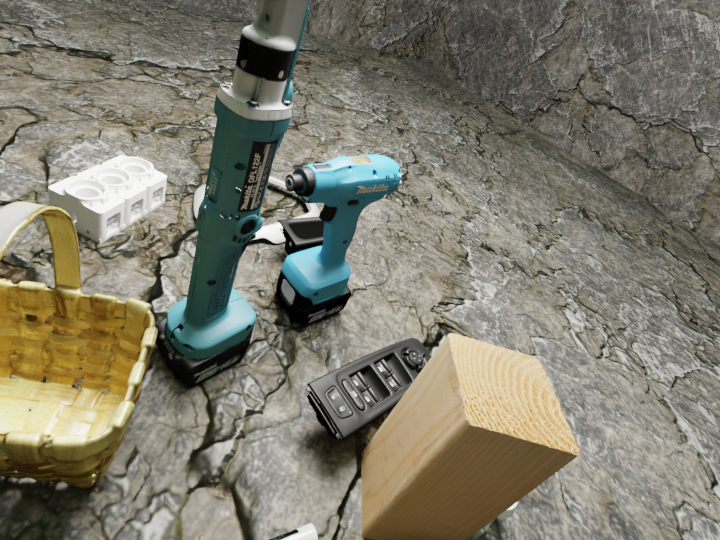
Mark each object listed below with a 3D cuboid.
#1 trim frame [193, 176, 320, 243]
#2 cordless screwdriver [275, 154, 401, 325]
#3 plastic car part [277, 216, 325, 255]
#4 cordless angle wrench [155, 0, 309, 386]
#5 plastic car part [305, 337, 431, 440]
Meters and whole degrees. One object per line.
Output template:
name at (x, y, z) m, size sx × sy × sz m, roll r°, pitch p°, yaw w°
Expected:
trim frame at (-0.187, -0.117, 0.777) m, size 0.193 × 0.027 × 0.240 m, roll 41°, pitch 40°, yaw 25°
cordless screwdriver at (-0.054, -0.035, 0.548) m, size 0.153 × 0.246 × 0.078 m, roll -14°, pitch 50°, yaw -41°
plastic car part at (-0.079, -0.047, 0.702) m, size 0.112 × 0.070 × 0.069 m, roll -8°, pitch 46°, yaw -36°
cordless angle wrench at (-0.119, -0.054, 0.392) m, size 0.078 × 0.419 × 0.095 m, roll 42°, pitch 38°, yaw 22°
plastic car part at (0.019, 0.141, 0.509) m, size 0.195 × 0.066 × 0.069 m, roll -18°, pitch 52°, yaw -42°
